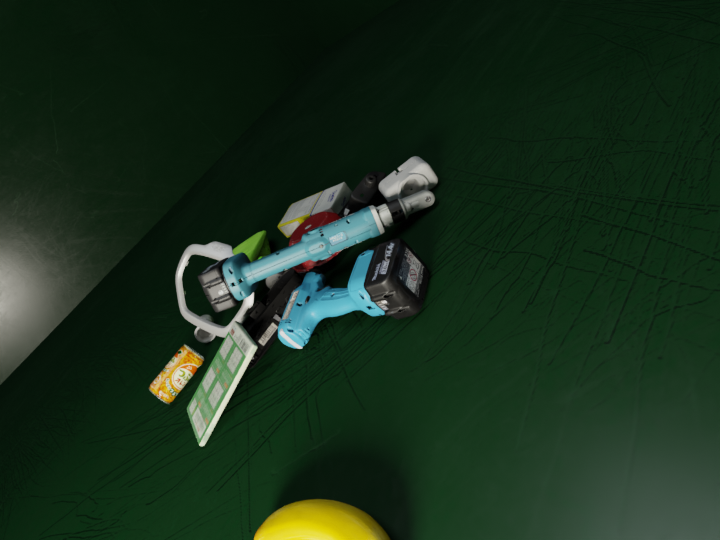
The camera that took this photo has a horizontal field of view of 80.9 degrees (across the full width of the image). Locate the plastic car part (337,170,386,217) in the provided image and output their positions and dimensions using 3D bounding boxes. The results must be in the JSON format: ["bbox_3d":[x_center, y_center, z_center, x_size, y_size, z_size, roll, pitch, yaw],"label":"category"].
[{"bbox_3d":[0.014,-0.150,0.819,0.116,0.068,0.069,-58,-13,-25],"label":"plastic car part"}]

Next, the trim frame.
[{"bbox_3d":[-0.306,0.034,0.875,0.262,0.026,0.183,14,95,36],"label":"trim frame"}]

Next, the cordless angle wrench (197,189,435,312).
[{"bbox_3d":[-0.072,-0.047,0.736,0.426,0.073,0.099,-22,14,5],"label":"cordless angle wrench"}]

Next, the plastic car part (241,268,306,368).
[{"bbox_3d":[-0.162,0.073,0.773,0.202,0.065,0.069,-50,22,-18],"label":"plastic car part"}]

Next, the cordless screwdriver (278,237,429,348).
[{"bbox_3d":[-0.019,0.023,0.656,0.256,0.071,0.161,-23,34,37],"label":"cordless screwdriver"}]
